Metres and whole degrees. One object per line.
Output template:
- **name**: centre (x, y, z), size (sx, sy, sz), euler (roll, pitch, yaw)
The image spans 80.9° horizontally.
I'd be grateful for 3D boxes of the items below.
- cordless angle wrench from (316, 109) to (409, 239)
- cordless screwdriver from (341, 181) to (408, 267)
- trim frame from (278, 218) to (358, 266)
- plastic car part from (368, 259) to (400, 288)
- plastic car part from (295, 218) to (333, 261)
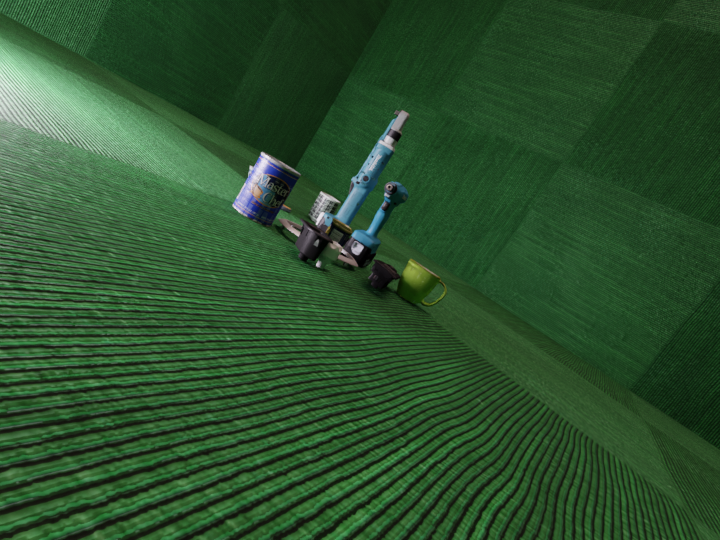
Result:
- **cordless angle wrench**: centre (0.015, -0.256, 1.192), size (0.099, 0.422, 0.073), euler (33, 9, 5)
- **cordless screwdriver**: centre (0.040, -0.129, 1.151), size (0.077, 0.248, 0.154), euler (35, 10, 13)
- **trim frame**: centre (-0.104, -0.068, 1.059), size (0.235, 0.027, 0.195), euler (21, 14, -47)
- **plastic car part**: centre (0.058, 0.014, 1.027), size (0.068, 0.067, 0.198), euler (33, 10, 8)
- **plastic car part**: centre (-0.103, -0.054, 0.864), size (0.064, 0.071, 0.120), euler (29, 10, -20)
